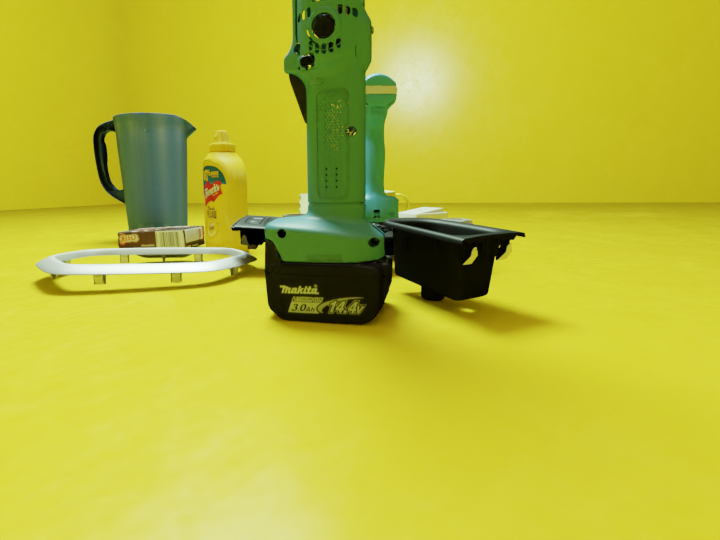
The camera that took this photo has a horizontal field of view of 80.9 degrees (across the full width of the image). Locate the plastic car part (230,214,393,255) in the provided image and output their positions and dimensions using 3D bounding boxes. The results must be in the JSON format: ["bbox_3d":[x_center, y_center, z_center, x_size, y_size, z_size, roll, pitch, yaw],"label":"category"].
[{"bbox_3d":[-0.050,-0.033,0.513,0.204,0.066,0.066,0,9,4],"label":"plastic car part"}]

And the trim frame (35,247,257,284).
[{"bbox_3d":[-0.250,-0.010,0.511,0.244,0.027,0.190,-3,11,-14],"label":"trim frame"}]

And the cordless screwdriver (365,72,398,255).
[{"bbox_3d":[0.014,-0.148,0.629,0.074,0.246,0.162,-1,9,-6],"label":"cordless screwdriver"}]

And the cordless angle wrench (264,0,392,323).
[{"bbox_3d":[-0.024,-0.175,0.322,0.100,0.419,0.073,2,8,11],"label":"cordless angle wrench"}]

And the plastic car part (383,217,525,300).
[{"bbox_3d":[0.070,-0.008,0.368,0.063,0.070,0.122,-5,11,-29],"label":"plastic car part"}]
